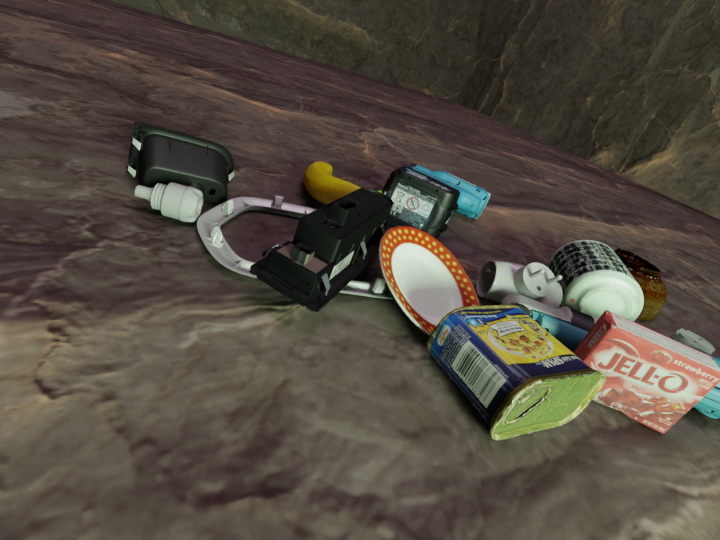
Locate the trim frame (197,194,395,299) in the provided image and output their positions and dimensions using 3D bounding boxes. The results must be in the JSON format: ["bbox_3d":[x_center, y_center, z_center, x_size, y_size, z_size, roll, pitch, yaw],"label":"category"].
[{"bbox_3d":[-0.043,-0.028,0.442,0.240,0.027,0.192,11,30,-20],"label":"trim frame"}]

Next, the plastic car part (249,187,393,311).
[{"bbox_3d":[-0.018,-0.038,0.396,0.068,0.066,0.199,21,25,15],"label":"plastic car part"}]

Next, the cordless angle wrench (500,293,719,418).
[{"bbox_3d":[0.341,0.113,0.394,0.431,0.073,0.097,22,27,9],"label":"cordless angle wrench"}]

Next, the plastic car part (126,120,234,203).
[{"bbox_3d":[-0.189,-0.103,0.456,0.112,0.066,0.074,9,45,-27],"label":"plastic car part"}]

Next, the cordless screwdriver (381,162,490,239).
[{"bbox_3d":[0.098,-0.124,0.654,0.166,0.074,0.241,31,26,19],"label":"cordless screwdriver"}]
